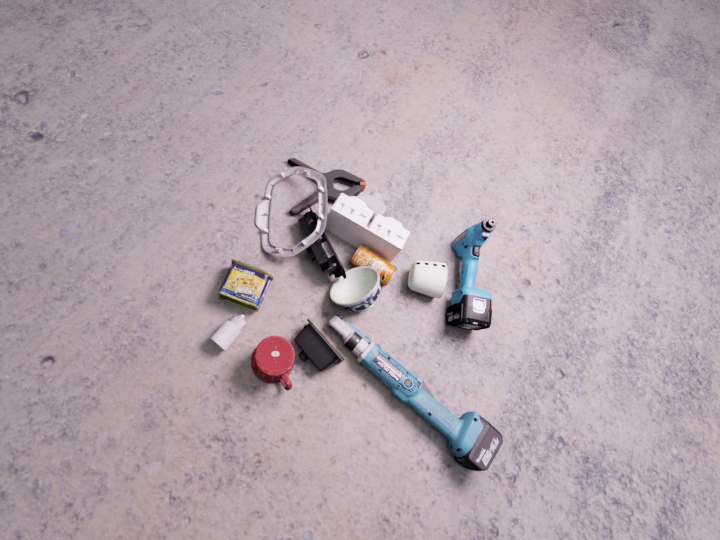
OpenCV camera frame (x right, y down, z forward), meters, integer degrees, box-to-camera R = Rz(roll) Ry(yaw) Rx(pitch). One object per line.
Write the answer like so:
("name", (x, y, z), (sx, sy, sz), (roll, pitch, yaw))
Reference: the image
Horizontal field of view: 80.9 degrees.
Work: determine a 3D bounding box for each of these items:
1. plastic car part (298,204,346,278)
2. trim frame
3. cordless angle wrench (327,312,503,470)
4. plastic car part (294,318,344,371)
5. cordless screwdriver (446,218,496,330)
("plastic car part", (-0.098, -0.064, 0.999), (0.067, 0.063, 0.211), (-27, 61, 5))
("trim frame", (-0.167, -0.148, 1.017), (0.189, 0.026, 0.254), (-9, 66, 20))
("cordless angle wrench", (0.096, 0.244, 0.905), (0.432, 0.073, 0.097), (39, 66, 10))
("plastic car part", (-0.097, 0.171, 0.912), (0.119, 0.064, 0.070), (43, 80, 12))
("cordless screwdriver", (0.266, 0.007, 0.986), (0.073, 0.159, 0.253), (12, 68, -9))
